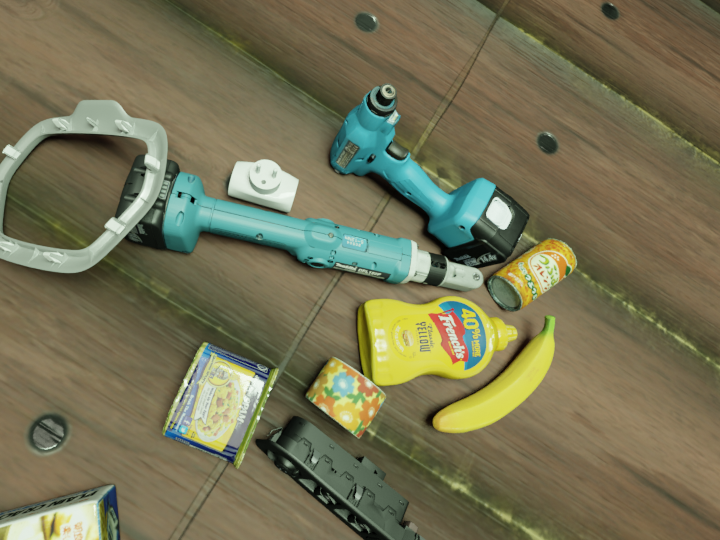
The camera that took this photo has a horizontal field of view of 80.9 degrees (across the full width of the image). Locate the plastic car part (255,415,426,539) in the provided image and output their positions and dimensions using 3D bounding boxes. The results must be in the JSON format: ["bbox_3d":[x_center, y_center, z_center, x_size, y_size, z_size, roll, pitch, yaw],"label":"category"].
[{"bbox_3d":[-0.015,0.221,0.437,0.203,0.066,0.067,35,61,-1],"label":"plastic car part"}]

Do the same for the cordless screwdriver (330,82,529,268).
[{"bbox_3d":[0.084,-0.107,0.500,0.247,0.160,0.074,36,71,-4],"label":"cordless screwdriver"}]

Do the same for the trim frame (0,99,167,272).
[{"bbox_3d":[-0.298,-0.091,0.427,0.259,0.026,0.186,9,72,24],"label":"trim frame"}]

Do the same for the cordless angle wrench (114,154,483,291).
[{"bbox_3d":[-0.048,-0.031,0.490,0.414,0.098,0.075,13,70,-12],"label":"cordless angle wrench"}]
